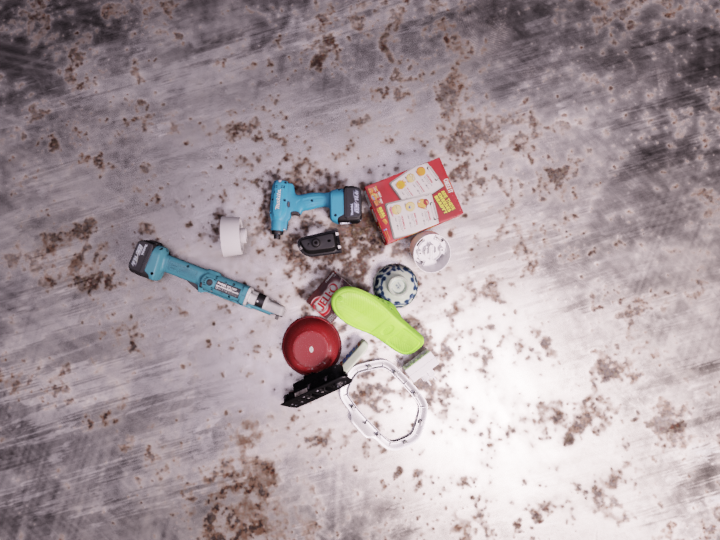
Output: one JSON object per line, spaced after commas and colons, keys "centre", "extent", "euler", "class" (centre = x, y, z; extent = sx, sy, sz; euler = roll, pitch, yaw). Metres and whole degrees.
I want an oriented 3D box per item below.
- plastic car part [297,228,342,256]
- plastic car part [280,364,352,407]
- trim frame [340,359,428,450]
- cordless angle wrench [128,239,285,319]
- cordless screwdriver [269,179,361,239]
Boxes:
{"centre": [-0.110, -0.072, 1.124], "extent": [0.116, 0.071, 0.066], "euler": [-10, 86, -3], "class": "plastic car part"}
{"centre": [-0.109, 0.291, 1.073], "extent": [0.207, 0.062, 0.069], "euler": [-26, 47, 25], "class": "plastic car part"}
{"centre": [0.062, 0.351, 1.104], "extent": [0.184, 0.027, 0.250], "euler": [-43, 87, -1], "class": "trim frame"}
{"centre": [-0.399, 0.032, 1.129], "extent": [0.424, 0.074, 0.098], "euler": [21, 87, 1], "class": "cordless angle wrench"}
{"centre": [-0.121, -0.156, 1.132], "extent": [0.252, 0.073, 0.160], "euler": [4, 86, 6], "class": "cordless screwdriver"}
